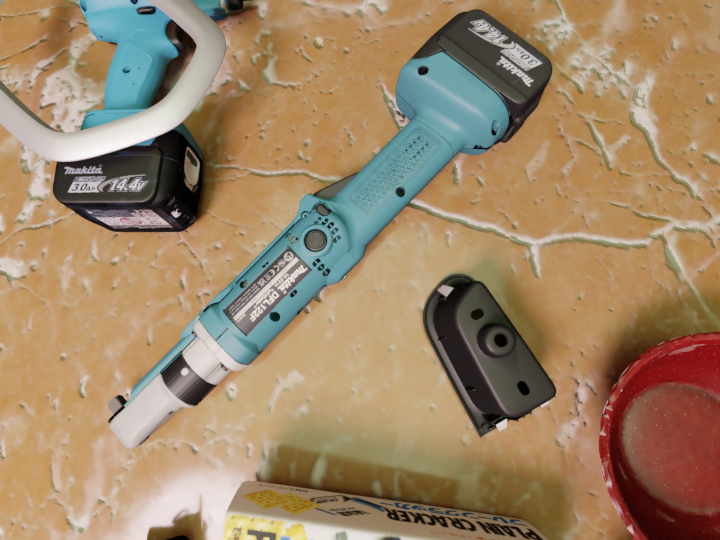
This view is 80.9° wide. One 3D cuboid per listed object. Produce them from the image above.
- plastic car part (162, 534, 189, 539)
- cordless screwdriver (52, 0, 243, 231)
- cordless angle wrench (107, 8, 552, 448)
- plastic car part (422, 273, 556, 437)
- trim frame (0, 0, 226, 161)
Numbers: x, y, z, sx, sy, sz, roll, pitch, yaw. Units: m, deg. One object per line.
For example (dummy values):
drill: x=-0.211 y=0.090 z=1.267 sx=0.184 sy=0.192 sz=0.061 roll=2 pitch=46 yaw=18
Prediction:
plastic car part: x=-0.151 y=0.286 z=0.283 sx=0.070 sy=0.063 sz=0.205 roll=-2 pitch=78 yaw=28
cordless screwdriver: x=-0.171 y=-0.161 z=0.372 sx=0.160 sy=0.073 sz=0.253 roll=-5 pitch=74 yaw=2
cordless angle wrench: x=-0.033 y=-0.021 z=0.334 sx=0.100 sy=0.073 sz=0.422 roll=44 pitch=86 yaw=9
plastic car part: x=0.093 y=0.057 z=0.305 sx=0.066 sy=0.070 sz=0.118 roll=-28 pitch=82 yaw=-5
trim frame: x=-0.219 y=-0.185 z=0.338 sx=0.257 sy=0.027 sz=0.183 roll=39 pitch=80 yaw=18
